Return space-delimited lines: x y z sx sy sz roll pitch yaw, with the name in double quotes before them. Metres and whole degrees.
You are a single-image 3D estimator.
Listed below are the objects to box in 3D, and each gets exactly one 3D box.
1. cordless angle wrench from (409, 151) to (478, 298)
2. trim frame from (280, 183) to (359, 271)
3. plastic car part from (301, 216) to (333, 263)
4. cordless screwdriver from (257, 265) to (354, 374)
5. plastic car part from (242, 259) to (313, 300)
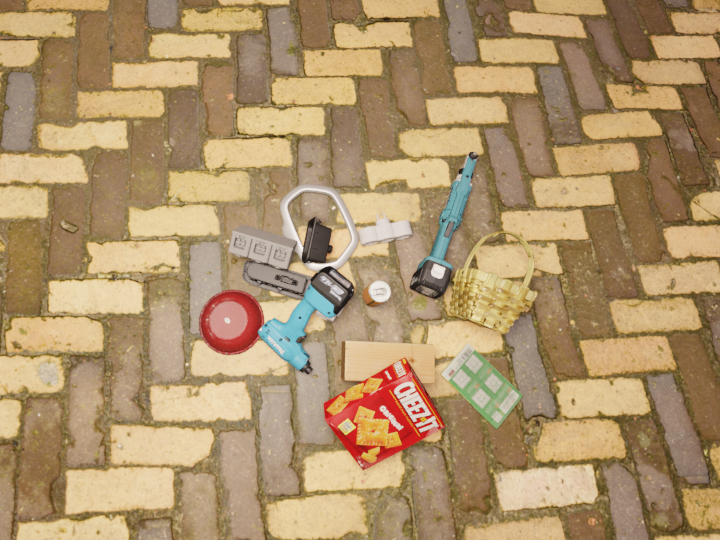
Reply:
"cordless angle wrench" 0.236 -0.135 1.108 0.074 0.097 0.425 22 71 -2
"trim frame" -0.112 -0.116 1.111 0.182 0.027 0.252 -24 80 -10
"plastic car part" -0.104 -0.068 1.063 0.069 0.067 0.117 11 79 -18
"cordless screwdriver" -0.110 0.119 0.985 0.160 0.073 0.250 45 106 3
"plastic car part" -0.201 0.024 1.054 0.204 0.066 0.066 16 83 3
